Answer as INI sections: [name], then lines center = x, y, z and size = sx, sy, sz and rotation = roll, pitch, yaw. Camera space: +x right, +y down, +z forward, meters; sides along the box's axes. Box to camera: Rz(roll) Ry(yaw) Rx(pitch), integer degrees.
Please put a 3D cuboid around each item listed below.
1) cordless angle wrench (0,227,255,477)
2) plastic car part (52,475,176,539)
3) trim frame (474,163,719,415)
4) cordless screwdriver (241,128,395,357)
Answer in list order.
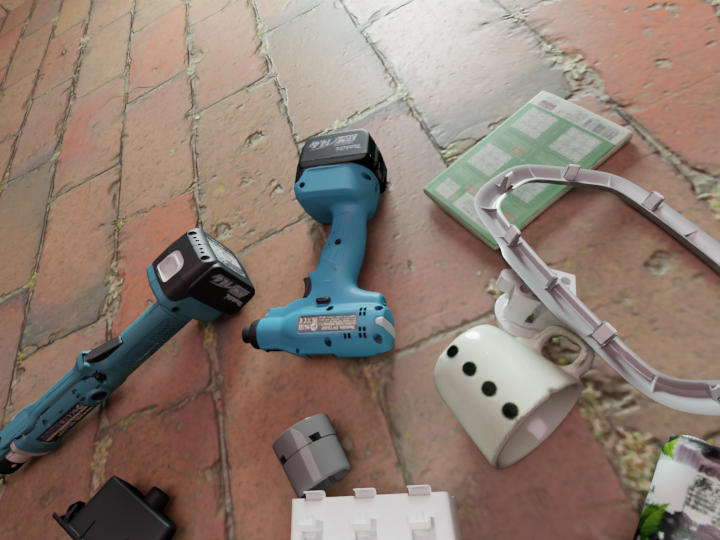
[cordless angle wrench]
center = -0.311, 0.125, 0.495
size = 0.423, 0.093, 0.078
rotation = -41, 55, 3
[plastic car part]
center = -0.217, 0.241, 0.401
size = 0.122, 0.063, 0.071
rotation = 14, 54, 26
[trim frame]
center = 0.202, -0.010, 0.330
size = 0.181, 0.027, 0.260
rotation = -18, 54, -14
[cordless screwdriver]
center = -0.046, -0.030, 0.467
size = 0.164, 0.070, 0.254
rotation = -8, 63, 20
